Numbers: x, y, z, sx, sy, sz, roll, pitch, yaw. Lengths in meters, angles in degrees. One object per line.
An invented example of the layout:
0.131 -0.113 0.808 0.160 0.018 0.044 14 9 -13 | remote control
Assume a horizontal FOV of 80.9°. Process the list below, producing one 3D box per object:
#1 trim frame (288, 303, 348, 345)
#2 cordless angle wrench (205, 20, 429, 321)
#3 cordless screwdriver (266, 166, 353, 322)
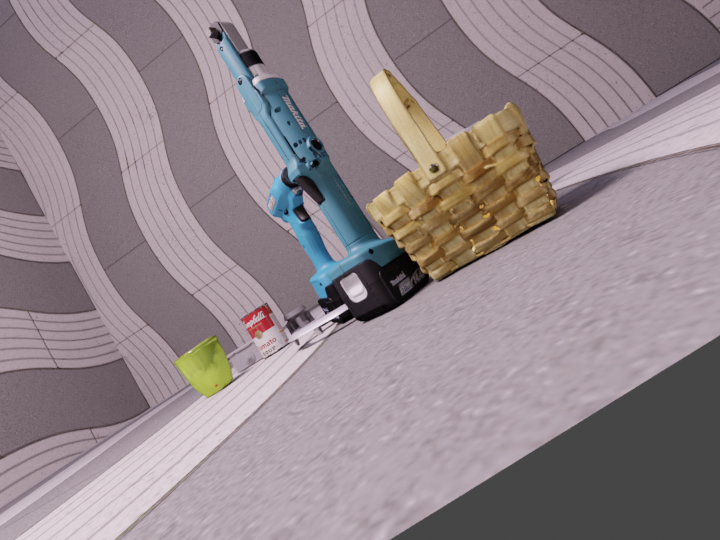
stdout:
-0.011 0.055 0.682 0.242 0.028 0.187 -32 0 -33 | trim frame
-0.070 -0.141 0.532 0.095 0.427 0.076 -27 -8 -46 | cordless angle wrench
-0.065 -0.042 0.662 0.073 0.251 0.160 -30 -4 -19 | cordless screwdriver
